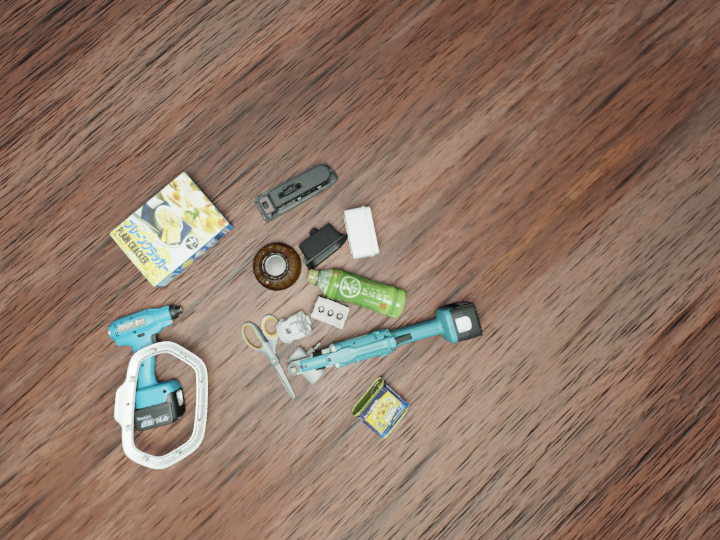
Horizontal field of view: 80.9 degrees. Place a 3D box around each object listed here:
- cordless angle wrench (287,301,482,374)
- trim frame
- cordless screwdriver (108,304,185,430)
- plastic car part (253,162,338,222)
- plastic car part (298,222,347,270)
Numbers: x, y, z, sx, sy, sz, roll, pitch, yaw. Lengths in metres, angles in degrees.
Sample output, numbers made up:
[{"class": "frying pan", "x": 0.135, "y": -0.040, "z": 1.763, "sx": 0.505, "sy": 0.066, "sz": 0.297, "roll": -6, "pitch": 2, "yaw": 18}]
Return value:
[{"class": "cordless angle wrench", "x": 0.046, "y": 0.157, "z": 0.917, "sx": 0.419, "sy": 0.098, "sz": 0.075, "roll": -15, "pitch": 88, "yaw": -6}, {"class": "trim frame", "x": -0.408, "y": 0.274, "z": 0.867, "sx": 0.184, "sy": 0.027, "sz": 0.251, "roll": 0, "pitch": 81, "yaw": 0}, {"class": "cordless screwdriver", "x": -0.442, "y": 0.206, "z": 0.927, "sx": 0.158, "sy": 0.074, "sz": 0.252, "roll": -19, "pitch": 82, "yaw": -4}, {"class": "plastic car part", "x": -0.148, "y": -0.191, "z": 0.978, "sx": 0.202, "sy": 0.066, "sz": 0.067, "roll": -29, "pitch": 82, "yaw": -7}, {"class": "plastic car part", "x": -0.095, "y": -0.062, "z": 0.970, "sx": 0.116, "sy": 0.064, "sz": 0.073, "roll": -41, "pitch": 76, "yaw": -8}]
